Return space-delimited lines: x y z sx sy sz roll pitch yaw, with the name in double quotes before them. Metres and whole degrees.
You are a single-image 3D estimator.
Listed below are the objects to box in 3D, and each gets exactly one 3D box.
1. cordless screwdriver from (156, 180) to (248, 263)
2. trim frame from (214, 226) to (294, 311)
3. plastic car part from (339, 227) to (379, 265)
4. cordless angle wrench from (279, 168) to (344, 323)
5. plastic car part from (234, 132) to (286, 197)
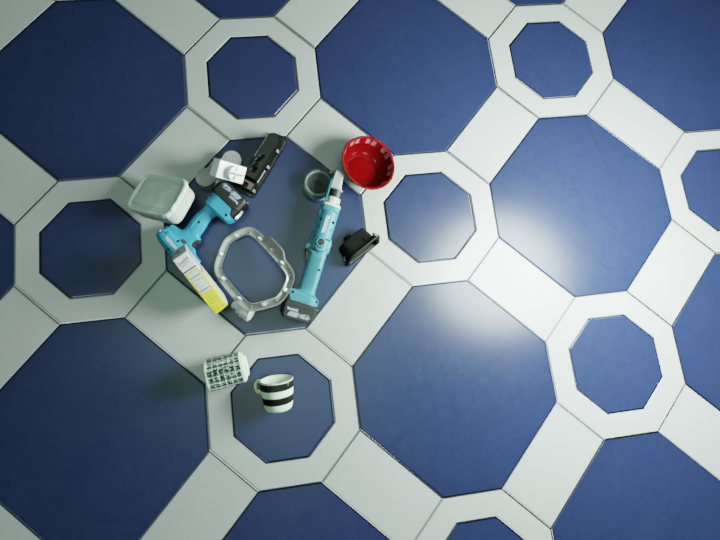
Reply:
"cordless screwdriver" -0.405 -0.113 1.135 0.248 0.074 0.160 -42 87 -6
"trim frame" -0.284 -0.007 1.116 0.184 0.026 0.259 -43 68 -3
"plastic car part" -0.011 -0.074 1.170 0.116 0.064 0.073 -35 72 -7
"cordless angle wrench" -0.111 -0.073 1.138 0.097 0.074 0.424 17 83 -4
"plastic car part" -0.279 -0.309 1.185 0.067 0.066 0.203 28 77 4
